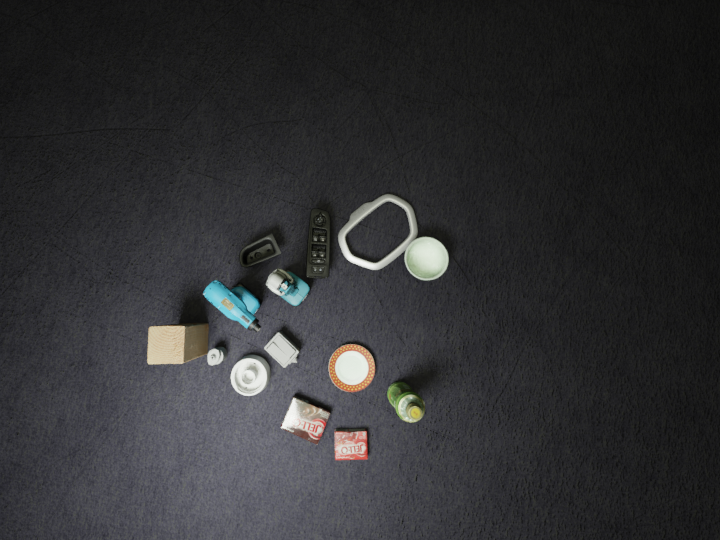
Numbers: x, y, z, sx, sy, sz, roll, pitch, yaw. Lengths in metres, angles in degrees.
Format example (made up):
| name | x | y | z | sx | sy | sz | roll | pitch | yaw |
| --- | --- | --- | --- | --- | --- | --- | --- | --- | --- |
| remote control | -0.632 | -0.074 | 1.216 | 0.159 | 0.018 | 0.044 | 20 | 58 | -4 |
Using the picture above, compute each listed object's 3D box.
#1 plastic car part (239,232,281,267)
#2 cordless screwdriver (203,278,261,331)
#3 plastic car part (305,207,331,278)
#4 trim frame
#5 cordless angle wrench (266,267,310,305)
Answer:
| name | x | y | z | sx | sy | sz | roll | pitch | yaw |
| --- | --- | --- | --- | --- | --- | --- | --- | --- | --- |
| plastic car part | -0.290 | -0.050 | 1.211 | 0.116 | 0.070 | 0.067 | -25 | 85 | -4 |
| cordless screwdriver | -0.308 | 0.097 | 1.101 | 0.160 | 0.247 | 0.074 | 40 | 84 | 2 |
| plastic car part | -0.119 | -0.078 | 1.214 | 0.066 | 0.066 | 0.204 | 2 | 82 | -2 |
| trim frame | 0.052 | -0.114 | 1.236 | 0.248 | 0.027 | 0.186 | -41 | 83 | -5 |
| cordless angle wrench | -0.182 | 0.035 | 1.021 | 0.098 | 0.421 | 0.074 | 37 | 83 | 0 |
